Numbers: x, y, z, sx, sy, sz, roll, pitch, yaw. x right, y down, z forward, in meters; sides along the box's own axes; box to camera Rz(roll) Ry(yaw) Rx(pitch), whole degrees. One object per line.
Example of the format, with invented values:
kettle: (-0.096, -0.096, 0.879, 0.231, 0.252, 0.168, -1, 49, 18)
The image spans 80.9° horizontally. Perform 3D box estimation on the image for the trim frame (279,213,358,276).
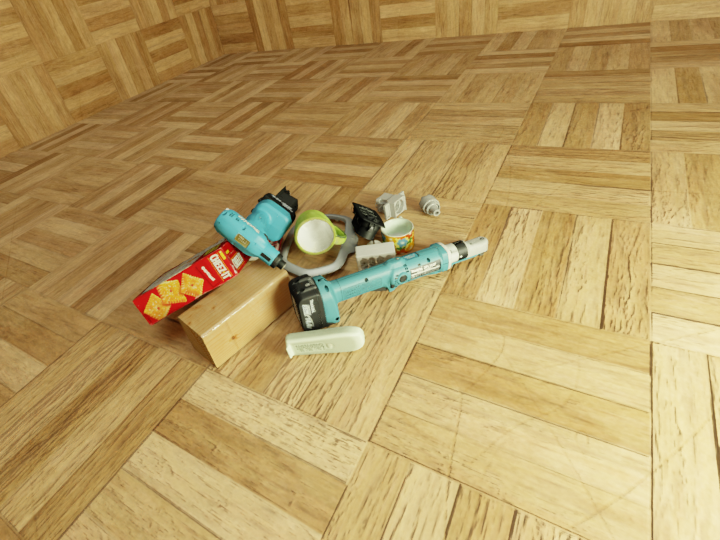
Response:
trim frame: (-0.100, -0.065, 1.019, 0.188, 0.026, 0.253, -4, 38, 13)

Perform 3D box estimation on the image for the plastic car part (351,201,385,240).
plastic car part: (0.009, -0.114, 0.986, 0.065, 0.067, 0.207, 28, 9, -13)

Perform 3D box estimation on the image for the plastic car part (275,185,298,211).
plastic car part: (-0.211, -0.166, 1.155, 0.073, 0.064, 0.116, 21, 50, 15)

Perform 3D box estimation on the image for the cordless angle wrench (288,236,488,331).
cordless angle wrench: (0.071, 0.005, 0.839, 0.417, 0.094, 0.078, -19, 35, -12)

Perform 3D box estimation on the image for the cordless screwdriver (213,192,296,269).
cordless screwdriver: (-0.200, -0.086, 0.919, 0.159, 0.074, 0.249, 37, 18, -4)
